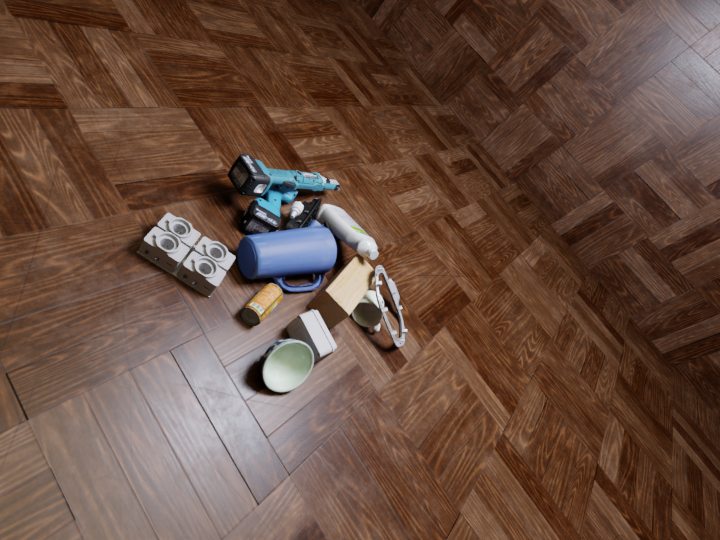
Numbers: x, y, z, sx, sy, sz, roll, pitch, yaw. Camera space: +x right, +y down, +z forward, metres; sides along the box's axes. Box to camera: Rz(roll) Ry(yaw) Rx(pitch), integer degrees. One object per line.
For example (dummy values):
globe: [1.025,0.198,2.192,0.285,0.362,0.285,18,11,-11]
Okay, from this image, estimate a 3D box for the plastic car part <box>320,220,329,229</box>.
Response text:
plastic car part: [-0.122,-0.080,1.246,0.068,0.066,0.120,-6,63,-27]

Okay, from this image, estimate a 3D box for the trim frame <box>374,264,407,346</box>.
trim frame: [0.088,0.100,1.200,0.185,0.028,0.242,-65,134,-65]

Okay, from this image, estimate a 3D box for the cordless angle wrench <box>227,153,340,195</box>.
cordless angle wrench: [-0.196,-0.267,1.247,0.405,0.075,0.101,-10,58,-55]

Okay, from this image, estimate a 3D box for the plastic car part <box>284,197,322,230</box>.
plastic car part: [-0.174,-0.156,1.259,0.066,0.066,0.205,27,41,-8]

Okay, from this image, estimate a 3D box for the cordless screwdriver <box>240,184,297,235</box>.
cordless screwdriver: [-0.277,-0.201,1.204,0.155,0.075,0.253,32,37,-16]
